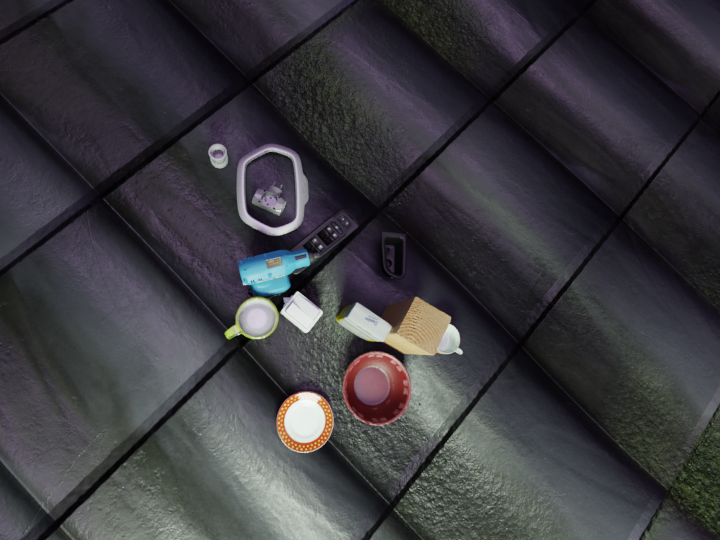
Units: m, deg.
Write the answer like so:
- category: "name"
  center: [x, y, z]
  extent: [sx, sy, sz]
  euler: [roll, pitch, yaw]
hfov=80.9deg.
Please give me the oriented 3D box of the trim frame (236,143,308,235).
- category: "trim frame"
  center: [-0.224, -0.209, 1.085]
  extent: [0.182, 0.027, 0.252]
  euler: [-3, 77, -9]

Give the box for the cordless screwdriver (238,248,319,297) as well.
- category: "cordless screwdriver"
  center: [-0.180, 0.004, 0.924]
  extent: [0.157, 0.249, 0.075]
  euler: [-14, 83, -14]

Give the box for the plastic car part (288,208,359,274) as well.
- category: "plastic car part"
  center: [-0.102, -0.067, 1.046]
  extent: [0.201, 0.067, 0.067]
  euler: [-40, 87, -15]

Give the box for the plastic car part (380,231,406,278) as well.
- category: "plastic car part"
  center: [0.076, -0.031, 1.058]
  extent: [0.065, 0.071, 0.118]
  euler: [4, 77, -10]
